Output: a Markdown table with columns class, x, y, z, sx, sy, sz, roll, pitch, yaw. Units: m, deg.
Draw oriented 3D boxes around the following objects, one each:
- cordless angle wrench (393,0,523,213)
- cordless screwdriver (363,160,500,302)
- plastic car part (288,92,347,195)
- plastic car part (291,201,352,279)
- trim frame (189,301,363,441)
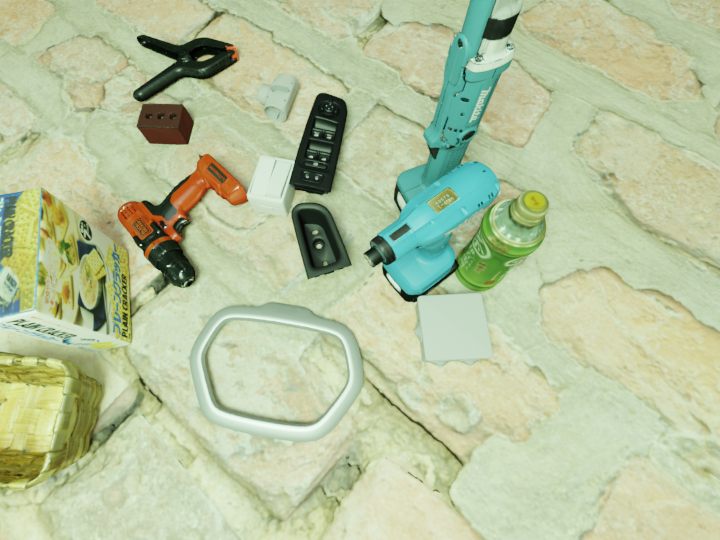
| class | x | y | z | sx | sy | sz | roll | pitch | yaw |
| --- | --- | --- | --- | --- | --- | --- | --- | --- | --- |
| cordless angle wrench | 0.111 | -0.177 | 0.498 | 0.097 | 0.413 | 0.077 | -22 | 72 | -9 |
| cordless screwdriver | 0.069 | -0.023 | 0.530 | 0.158 | 0.243 | 0.077 | -35 | 75 | -12 |
| plastic car part | -0.064 | -0.208 | 0.710 | 0.067 | 0.065 | 0.206 | 8 | 69 | 4 |
| plastic car part | -0.063 | -0.041 | 0.640 | 0.066 | 0.069 | 0.120 | -18 | 69 | -5 |
| trim frame | -0.120 | 0.135 | 0.596 | 0.251 | 0.027 | 0.187 | 6 | 69 | 7 |
